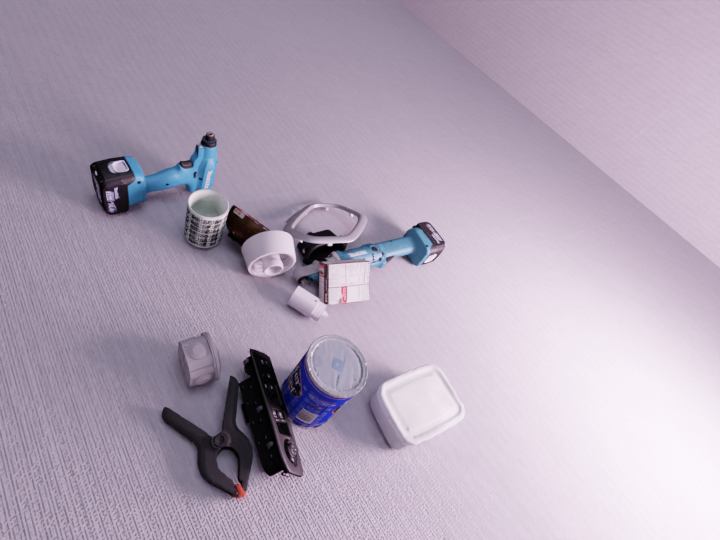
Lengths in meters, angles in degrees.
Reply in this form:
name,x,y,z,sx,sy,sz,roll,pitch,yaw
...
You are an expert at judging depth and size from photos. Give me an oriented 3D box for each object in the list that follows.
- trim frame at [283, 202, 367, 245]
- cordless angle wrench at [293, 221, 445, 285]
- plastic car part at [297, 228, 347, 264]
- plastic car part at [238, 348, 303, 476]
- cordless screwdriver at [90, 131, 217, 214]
name,x,y,z,sx,sy,sz,roll,pitch,yaw
trim frame,-0.083,-0.113,0.997,0.188,0.027,0.249,11,30,9
cordless angle wrench,0.024,-0.034,1.005,0.408,0.074,0.102,-15,60,-34
plastic car part,-0.095,-0.062,0.976,0.112,0.065,0.075,-13,47,-33
plastic car part,-0.150,0.229,0.669,0.067,0.063,0.212,-30,60,-2
cordless screwdriver,-0.412,-0.207,0.870,0.240,0.159,0.077,-21,66,-38
